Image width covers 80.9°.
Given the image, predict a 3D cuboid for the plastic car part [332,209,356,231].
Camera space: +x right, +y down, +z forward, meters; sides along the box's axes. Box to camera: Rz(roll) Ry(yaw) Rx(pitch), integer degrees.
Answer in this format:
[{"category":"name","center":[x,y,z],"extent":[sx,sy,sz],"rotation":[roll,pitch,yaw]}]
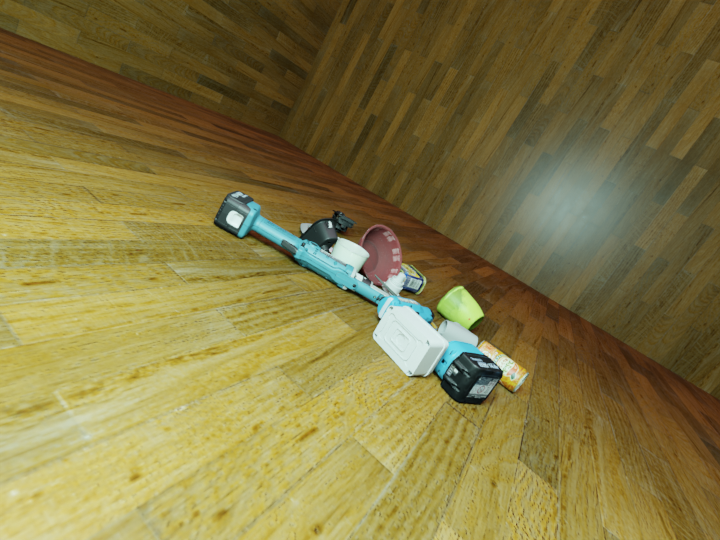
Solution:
[{"category":"plastic car part","center":[-0.065,-0.166,1.428],"extent":[0.065,0.067,0.208],"rotation":[18,13,-14]}]

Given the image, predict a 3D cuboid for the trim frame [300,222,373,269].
[{"category":"trim frame","center":[-0.068,-0.068,1.197],"extent":[0.257,0.027,0.179],"rotation":[31,17,16]}]

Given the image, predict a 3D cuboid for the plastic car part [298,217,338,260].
[{"category":"plastic car part","center":[-0.097,-0.064,0.995],"extent":[0.062,0.118,0.074],"rotation":[15,45,-43]}]

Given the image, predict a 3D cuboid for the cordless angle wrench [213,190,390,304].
[{"category":"cordless angle wrench","center":[-0.117,-0.036,0.934],"extent":[0.422,0.074,0.098],"rotation":[30,15,-1]}]

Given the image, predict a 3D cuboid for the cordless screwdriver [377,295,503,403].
[{"category":"cordless screwdriver","center":[0.157,0.139,0.819],"extent":[0.151,0.074,0.263],"rotation":[14,21,-42]}]
